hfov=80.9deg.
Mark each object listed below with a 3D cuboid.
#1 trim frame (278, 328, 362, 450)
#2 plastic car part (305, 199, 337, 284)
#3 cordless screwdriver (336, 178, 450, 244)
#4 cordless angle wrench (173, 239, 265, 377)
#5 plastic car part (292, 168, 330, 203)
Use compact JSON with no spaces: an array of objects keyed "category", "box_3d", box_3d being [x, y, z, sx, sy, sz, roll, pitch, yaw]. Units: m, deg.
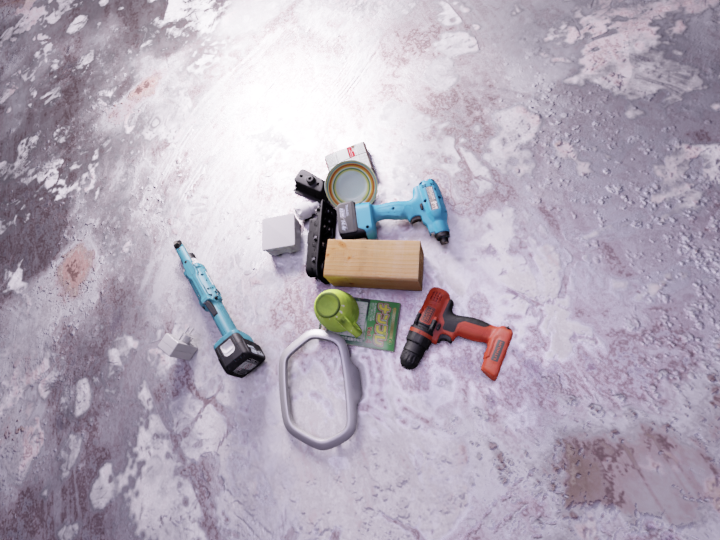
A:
[{"category":"trim frame","box_3d":[-0.090,0.253,0.915,0.188,0.026,0.255,-13,68,15]},{"category":"plastic car part","box_3d":[-0.100,-0.066,1.026,0.069,0.063,0.207,-10,67,23]},{"category":"cordless screwdriver","box_3d":[0.075,-0.110,0.981,0.252,0.071,0.164,-14,67,9]},{"category":"cordless angle wrench","box_3d":[-0.377,0.071,1.058,0.074,0.093,0.444,-40,60,-1]},{"category":"plastic car part","box_3d":[-0.124,-0.223,1.089,0.122,0.067,0.066,30,83,27]}]
